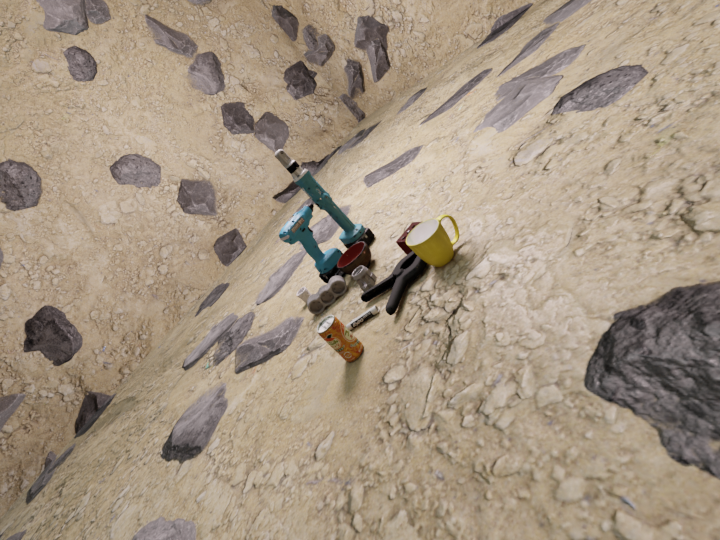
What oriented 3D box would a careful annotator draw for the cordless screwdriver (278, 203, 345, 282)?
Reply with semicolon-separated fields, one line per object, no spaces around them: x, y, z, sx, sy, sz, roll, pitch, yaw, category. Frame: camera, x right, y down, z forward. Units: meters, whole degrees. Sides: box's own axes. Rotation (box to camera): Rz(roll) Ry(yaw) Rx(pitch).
-0.133;-0.087;1.355;0.077;0.241;0.159;-19;30;54;cordless screwdriver

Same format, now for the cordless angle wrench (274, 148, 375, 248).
-0.123;-0.228;1.371;0.074;0.410;0.101;-50;18;-23;cordless angle wrench
